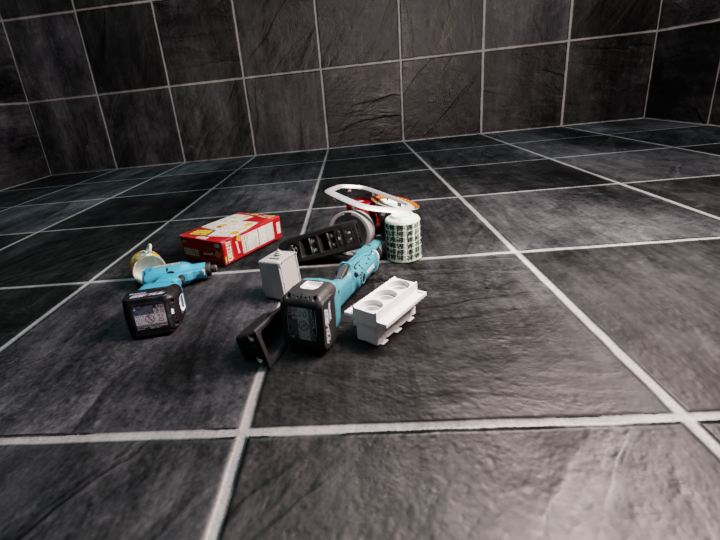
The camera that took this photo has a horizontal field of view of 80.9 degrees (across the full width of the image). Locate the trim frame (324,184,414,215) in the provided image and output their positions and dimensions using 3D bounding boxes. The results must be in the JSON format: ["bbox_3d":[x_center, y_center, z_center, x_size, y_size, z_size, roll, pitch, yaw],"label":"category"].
[{"bbox_3d":[0.020,-0.182,1.075,0.177,0.027,0.263,-13,29,-38],"label":"trim frame"}]

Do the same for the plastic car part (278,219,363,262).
[{"bbox_3d":[-0.097,-0.063,0.989,0.206,0.066,0.067,-15,7,11],"label":"plastic car part"}]

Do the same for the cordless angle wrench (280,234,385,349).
[{"bbox_3d":[-0.020,0.011,0.817,0.077,0.096,0.417,3,21,19],"label":"cordless angle wrench"}]

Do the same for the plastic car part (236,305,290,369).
[{"bbox_3d":[-0.156,0.101,0.678,0.073,0.064,0.116,-13,16,19],"label":"plastic car part"}]

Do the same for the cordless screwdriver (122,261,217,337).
[{"bbox_3d":[-0.375,0.038,0.852,0.157,0.073,0.258,-11,20,-12],"label":"cordless screwdriver"}]
